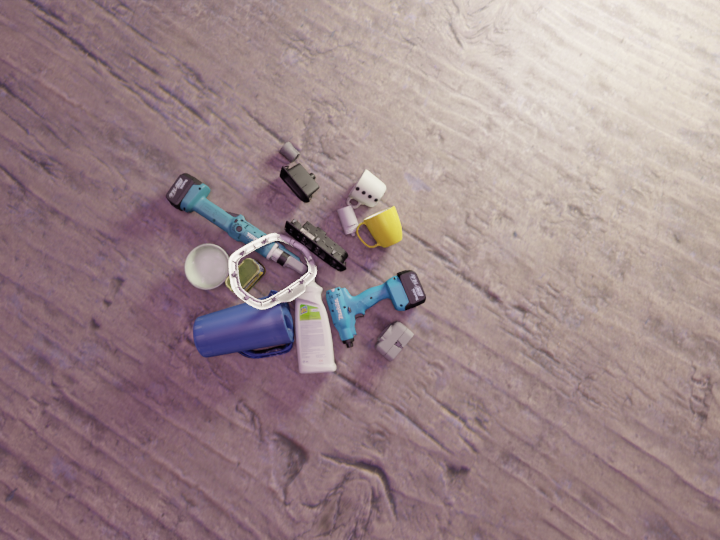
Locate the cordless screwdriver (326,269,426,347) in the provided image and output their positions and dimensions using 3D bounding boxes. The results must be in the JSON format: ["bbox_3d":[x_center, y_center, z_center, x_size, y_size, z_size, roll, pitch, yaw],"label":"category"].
[{"bbox_3d":[0.045,0.097,1.106,0.250,0.073,0.161,-17,84,4],"label":"cordless screwdriver"}]

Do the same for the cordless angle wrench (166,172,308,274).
[{"bbox_3d":[-0.325,-0.112,1.146,0.425,0.074,0.098,33,85,3],"label":"cordless angle wrench"}]

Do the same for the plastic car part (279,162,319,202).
[{"bbox_3d":[-0.160,-0.247,1.163,0.117,0.066,0.070,46,72,1],"label":"plastic car part"}]

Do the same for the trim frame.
[{"bbox_3d":[-0.216,-0.004,1.061,0.188,0.028,0.242,49,48,9],"label":"trim frame"}]

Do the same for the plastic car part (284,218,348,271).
[{"bbox_3d":[-0.112,-0.073,1.140,0.206,0.066,0.066,41,60,7],"label":"plastic car part"}]
